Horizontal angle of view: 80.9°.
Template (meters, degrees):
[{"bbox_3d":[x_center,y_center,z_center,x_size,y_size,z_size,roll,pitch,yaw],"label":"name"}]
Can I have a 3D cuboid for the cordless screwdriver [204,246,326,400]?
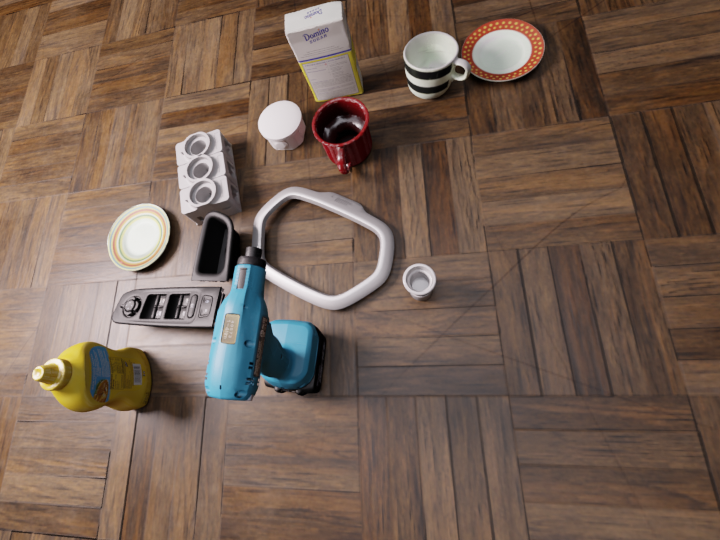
[{"bbox_3d":[-0.107,0.079,0.534,0.076,0.239,0.161,1,73,11],"label":"cordless screwdriver"}]

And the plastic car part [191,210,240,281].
[{"bbox_3d":[-0.226,-0.032,0.698,0.067,0.068,0.118,0,72,13],"label":"plastic car part"}]

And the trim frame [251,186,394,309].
[{"bbox_3d":[-0.067,-0.044,0.682,0.258,0.026,0.184,24,79,21],"label":"trim frame"}]

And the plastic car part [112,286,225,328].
[{"bbox_3d":[-0.307,0.063,0.689,0.208,0.064,0.067,0,72,15],"label":"plastic car part"}]
